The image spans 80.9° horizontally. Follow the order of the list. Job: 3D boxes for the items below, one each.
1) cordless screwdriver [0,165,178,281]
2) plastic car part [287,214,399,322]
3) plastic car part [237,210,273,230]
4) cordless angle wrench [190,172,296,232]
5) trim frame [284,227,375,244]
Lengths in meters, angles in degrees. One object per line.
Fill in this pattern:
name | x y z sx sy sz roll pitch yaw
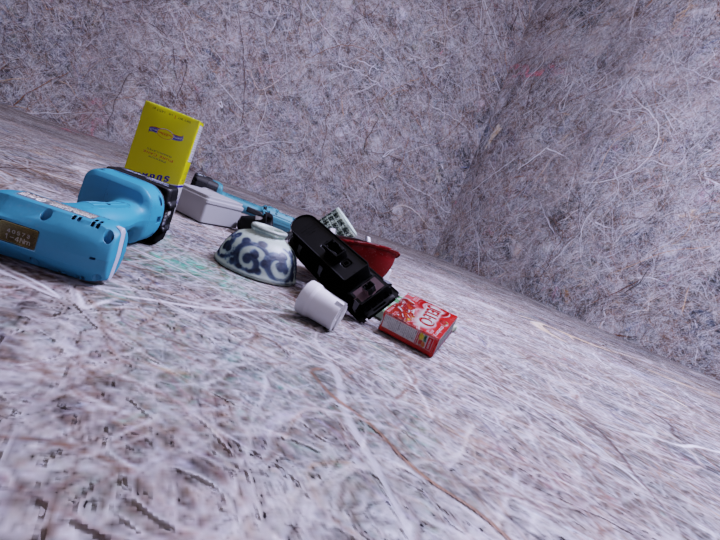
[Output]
cordless screwdriver | -0.290 -0.065 0.435 0.156 0.074 0.255 19 12 -13
plastic car part | -0.041 -0.018 0.584 0.215 0.066 0.064 40 -15 41
plastic car part | -0.222 -0.093 0.880 0.070 0.066 0.118 6 6 -7
cordless angle wrench | -0.243 -0.142 1.116 0.409 0.074 0.101 21 7 -18
trim frame | -0.076 -0.050 0.777 0.175 0.028 0.259 14 -11 -35
